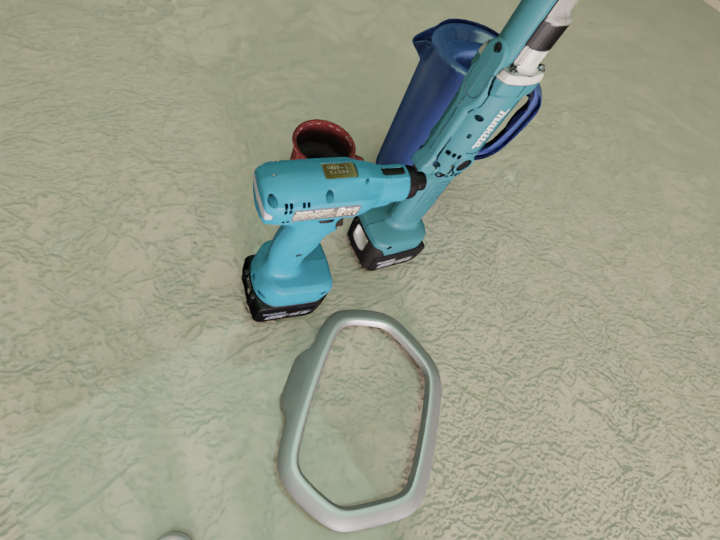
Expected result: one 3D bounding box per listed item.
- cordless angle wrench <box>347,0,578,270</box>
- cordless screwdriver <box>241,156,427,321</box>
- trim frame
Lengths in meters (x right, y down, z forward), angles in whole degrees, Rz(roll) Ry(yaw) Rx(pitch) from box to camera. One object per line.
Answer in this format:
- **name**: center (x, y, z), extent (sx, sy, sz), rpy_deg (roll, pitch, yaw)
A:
- **cordless angle wrench**: center (0.094, -0.131, 0.451), extent (0.095, 0.421, 0.077), rpy_deg (-13, 68, -26)
- **cordless screwdriver**: center (-0.044, -0.029, 0.454), extent (0.154, 0.248, 0.077), rpy_deg (-8, 66, -23)
- **trim frame**: center (0.002, 0.157, 0.488), extent (0.183, 0.027, 0.251), rpy_deg (21, 57, -3)
